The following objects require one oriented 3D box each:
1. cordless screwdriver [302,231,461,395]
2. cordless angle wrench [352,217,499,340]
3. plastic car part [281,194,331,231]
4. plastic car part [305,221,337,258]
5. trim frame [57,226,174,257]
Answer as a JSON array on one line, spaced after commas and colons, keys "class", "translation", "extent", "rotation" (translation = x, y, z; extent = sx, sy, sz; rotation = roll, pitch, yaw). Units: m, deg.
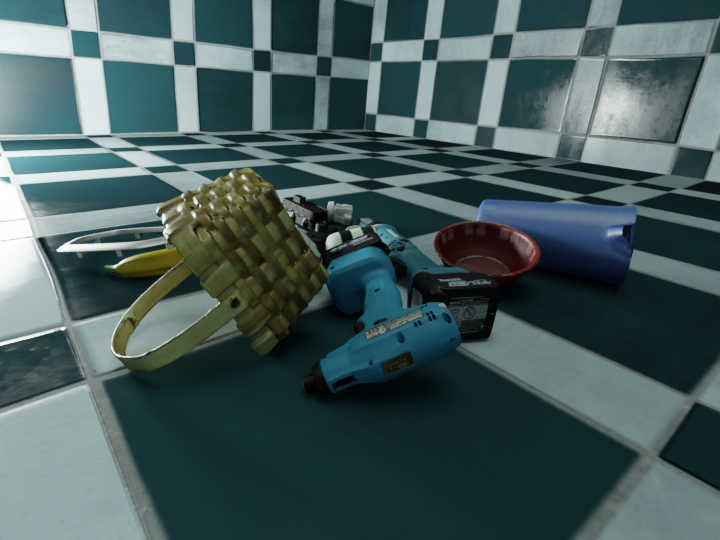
[{"class": "cordless screwdriver", "translation": [-0.004, 0.044, 0.510], "extent": [0.159, 0.072, 0.258], "rotation": [-25, 25, -1]}, {"class": "cordless angle wrench", "translation": [0.069, -0.024, 0.705], "extent": [0.096, 0.073, 0.440], "rotation": [-3, 21, -16]}, {"class": "plastic car part", "translation": [-0.126, -0.129, 0.941], "extent": [0.063, 0.066, 0.215], "rotation": [-3, 25, -36]}, {"class": "plastic car part", "translation": [-0.072, -0.047, 0.736], "extent": [0.068, 0.069, 0.115], "rotation": [12, 27, 17]}, {"class": "trim frame", "translation": [-0.379, -0.052, 0.712], "extent": [0.255, 0.027, 0.183], "rotation": [-3, 17, 15]}]
